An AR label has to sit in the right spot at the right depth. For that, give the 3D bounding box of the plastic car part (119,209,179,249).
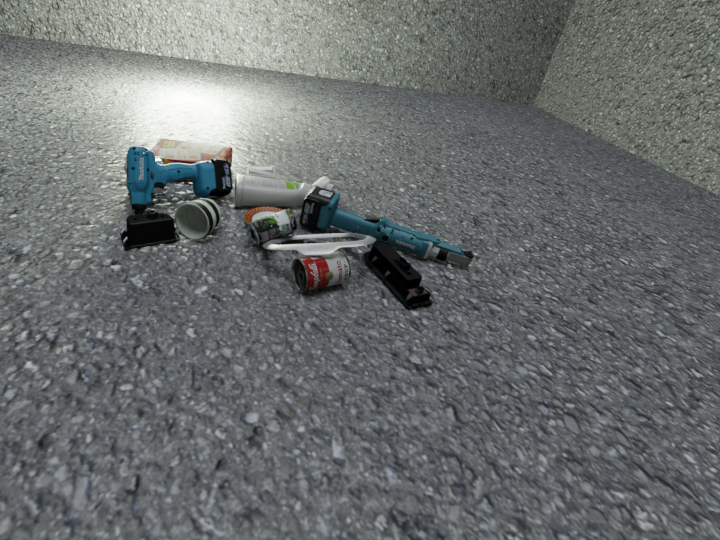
[{"bbox_3d":[-0.452,-0.095,0.906,0.113,0.069,0.070,-14,42,-29],"label":"plastic car part"}]

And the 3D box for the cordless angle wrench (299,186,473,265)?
[{"bbox_3d":[0.063,-0.093,1.032,0.429,0.096,0.074,20,33,7],"label":"cordless angle wrench"}]

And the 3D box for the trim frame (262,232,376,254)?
[{"bbox_3d":[-0.090,-0.059,0.921,0.249,0.027,0.186,-1,12,0],"label":"trim frame"}]

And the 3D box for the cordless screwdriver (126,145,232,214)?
[{"bbox_3d":[-0.448,-0.214,1.054,0.237,0.159,0.078,-2,0,-38],"label":"cordless screwdriver"}]

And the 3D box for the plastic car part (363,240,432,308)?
[{"bbox_3d":[0.074,-0.002,0.916,0.064,0.065,0.215,-15,38,-25],"label":"plastic car part"}]
